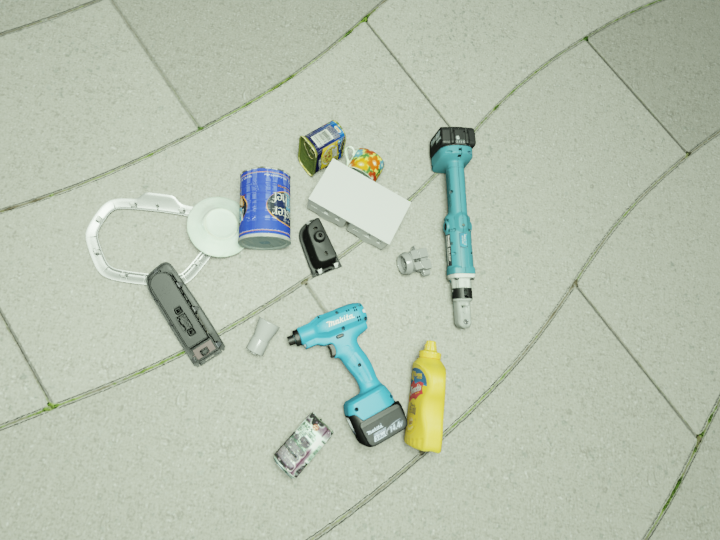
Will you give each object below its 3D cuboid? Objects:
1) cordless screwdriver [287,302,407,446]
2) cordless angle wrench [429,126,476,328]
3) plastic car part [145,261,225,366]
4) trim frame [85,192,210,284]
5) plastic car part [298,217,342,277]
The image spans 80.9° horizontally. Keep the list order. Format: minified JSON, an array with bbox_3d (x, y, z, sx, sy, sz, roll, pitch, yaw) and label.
[{"bbox_3d":[-0.027,0.198,0.792,0.157,0.074,0.255,-20,75,-13],"label":"cordless screwdriver"},{"bbox_3d":[0.204,-0.093,0.893,0.074,0.098,0.428,0,79,-8],"label":"cordless angle wrench"},{"bbox_3d":[-0.332,0.079,0.778,0.066,0.067,0.204,-32,87,-7],"label":"plastic car part"},{"bbox_3d":[-0.412,-0.064,0.834,0.247,0.027,0.187,6,74,-4],"label":"trim frame"},{"bbox_3d":[-0.083,-0.054,0.852,0.065,0.071,0.118,-20,83,-16],"label":"plastic car part"}]
